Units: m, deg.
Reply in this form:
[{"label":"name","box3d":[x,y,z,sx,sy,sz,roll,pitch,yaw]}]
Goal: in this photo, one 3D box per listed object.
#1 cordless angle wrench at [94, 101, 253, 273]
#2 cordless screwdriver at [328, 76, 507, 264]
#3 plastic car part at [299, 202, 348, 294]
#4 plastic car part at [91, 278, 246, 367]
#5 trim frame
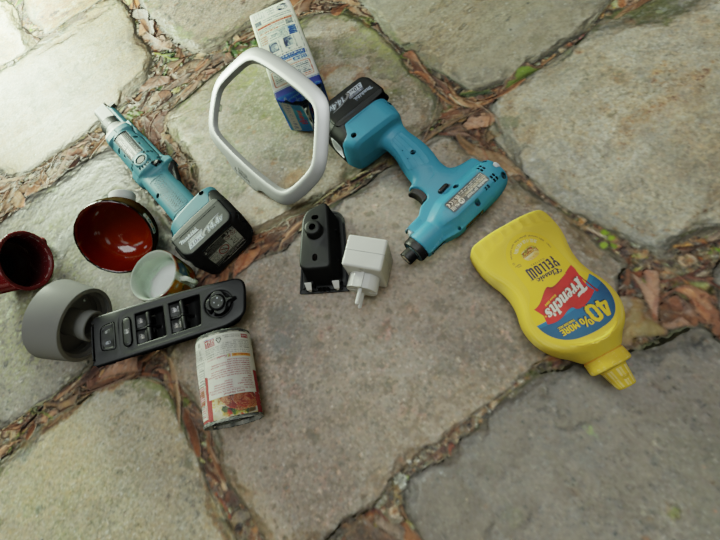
[{"label":"cordless angle wrench","box3d":[-0.330,-0.161,0.671,0.098,0.071,0.444,-45,62,-6]},{"label":"cordless screwdriver","box3d":[0.042,-0.134,0.557,0.159,0.071,0.259,-44,68,-5]},{"label":"plastic car part","box3d":[-0.053,-0.035,0.541,0.067,0.068,0.119,-6,70,10]},{"label":"plastic car part","box3d":[-0.237,0.070,0.548,0.203,0.064,0.069,-19,59,2]},{"label":"trim frame","box3d":[-0.137,-0.205,0.605,0.258,0.026,0.184,42,116,21]}]
